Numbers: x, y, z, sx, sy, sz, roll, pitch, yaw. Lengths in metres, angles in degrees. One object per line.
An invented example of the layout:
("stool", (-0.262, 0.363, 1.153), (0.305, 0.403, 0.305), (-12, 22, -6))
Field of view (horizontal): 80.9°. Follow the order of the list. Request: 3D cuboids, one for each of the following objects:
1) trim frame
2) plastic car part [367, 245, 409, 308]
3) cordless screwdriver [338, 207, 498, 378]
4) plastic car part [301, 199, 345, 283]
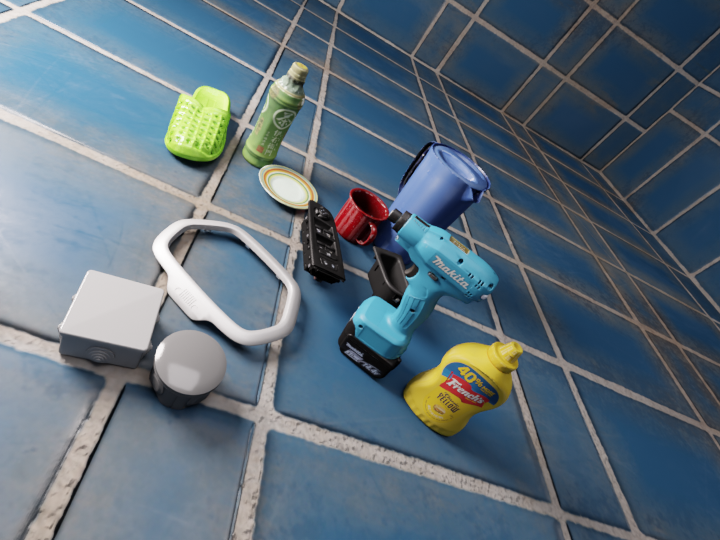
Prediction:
("trim frame", (-0.195, 0.009, 0.631), (0.254, 0.027, 0.180), (43, 37, 11))
("plastic car part", (0.046, 0.024, 0.768), (0.063, 0.071, 0.121), (17, 40, -26))
("cordless screwdriver", (0.050, 0.036, 0.605), (0.161, 0.250, 0.073), (41, 36, 3))
("plastic car part", (-0.074, -0.048, 0.757), (0.064, 0.067, 0.210), (19, 39, -24))
